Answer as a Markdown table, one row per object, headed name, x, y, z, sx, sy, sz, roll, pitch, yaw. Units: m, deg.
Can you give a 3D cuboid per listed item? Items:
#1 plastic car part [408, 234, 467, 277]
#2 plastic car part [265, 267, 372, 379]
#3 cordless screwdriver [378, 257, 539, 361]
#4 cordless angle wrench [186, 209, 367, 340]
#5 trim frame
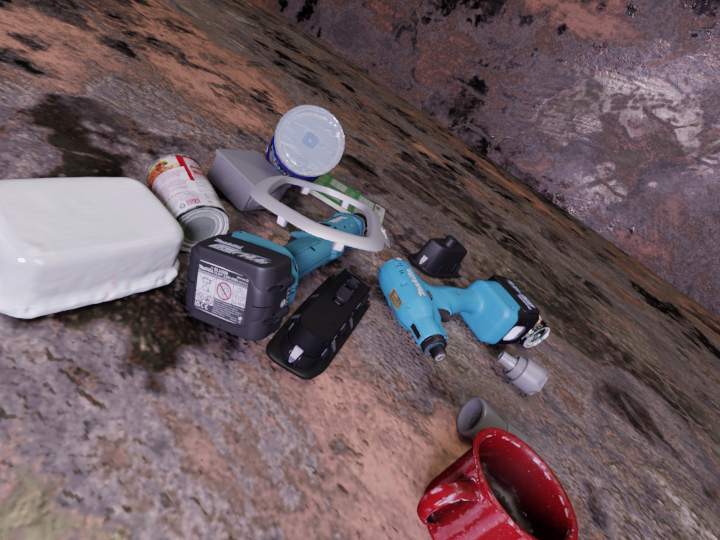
| name | x | y | z | sx | sy | sz | roll | pitch | yaw |
| --- | --- | --- | --- | --- | --- | --- | --- | --- | --- |
| plastic car part | 0.149 | -0.031 | 0.758 | 0.111 | 0.071 | 0.069 | 3 | 39 | -47 |
| plastic car part | -0.030 | 0.047 | 0.473 | 0.067 | 0.067 | 0.200 | 42 | 31 | 0 |
| cordless screwdriver | 0.153 | 0.065 | 0.610 | 0.238 | 0.074 | 0.167 | 10 | 36 | -29 |
| cordless angle wrench | -0.055 | -0.036 | 0.560 | 0.101 | 0.073 | 0.415 | 17 | 21 | 15 |
| trim frame | -0.045 | -0.076 | 0.543 | 0.183 | 0.027 | 0.252 | 19 | 17 | -5 |
